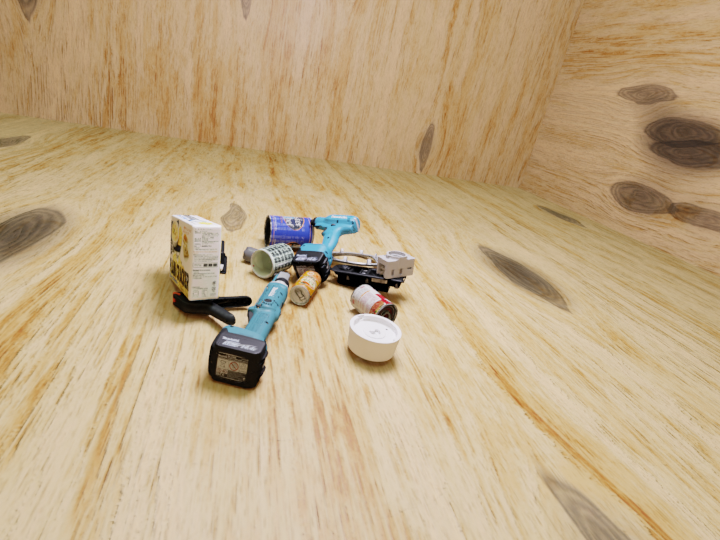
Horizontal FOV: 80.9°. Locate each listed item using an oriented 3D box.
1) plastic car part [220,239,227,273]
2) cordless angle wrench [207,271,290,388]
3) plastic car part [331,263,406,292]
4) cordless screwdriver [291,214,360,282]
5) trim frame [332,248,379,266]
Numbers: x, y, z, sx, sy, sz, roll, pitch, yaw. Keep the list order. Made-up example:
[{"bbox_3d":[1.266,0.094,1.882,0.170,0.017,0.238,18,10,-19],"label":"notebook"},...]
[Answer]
[{"bbox_3d":[-0.389,-0.047,1.144,0.064,0.070,0.121,7,26,-15],"label":"plastic car part"},{"bbox_3d":[-0.205,0.089,0.911,0.098,0.073,0.427,11,21,-1],"label":"cordless angle wrench"},{"bbox_3d":[0.018,0.022,1.157,0.209,0.065,0.066,13,29,16],"label":"plastic car part"},{"bbox_3d":[-0.118,-0.077,1.206,0.166,0.071,0.248,5,43,27],"label":"cordless screwdriver"},{"bbox_3d":[-0.013,-0.041,1.278,0.184,0.027,0.251,6,7,-4],"label":"trim frame"}]
